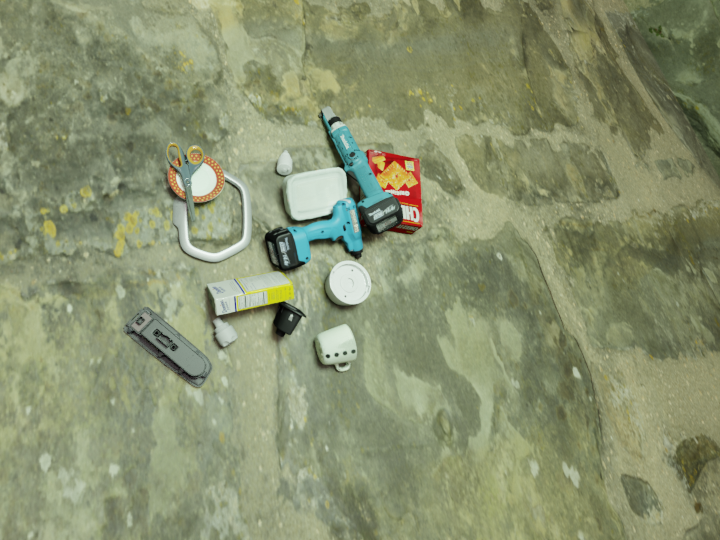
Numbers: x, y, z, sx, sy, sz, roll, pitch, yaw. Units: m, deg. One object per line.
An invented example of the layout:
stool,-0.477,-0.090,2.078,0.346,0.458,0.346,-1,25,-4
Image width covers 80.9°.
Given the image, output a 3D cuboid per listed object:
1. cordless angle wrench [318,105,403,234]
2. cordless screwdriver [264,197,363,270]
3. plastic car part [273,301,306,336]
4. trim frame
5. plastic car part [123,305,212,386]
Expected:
cordless angle wrench,-0.017,-0.292,1.128,0.098,0.071,0.440,-28,63,6
cordless screwdriver,-0.102,-0.067,1.043,0.243,0.078,0.155,-26,112,-24
plastic car part,-0.166,0.112,0.947,0.064,0.119,0.071,28,88,-14
trim frame,-0.353,-0.139,1.015,0.178,0.028,0.253,0,72,-21
plastic car part,-0.388,0.156,0.872,0.201,0.068,0.066,42,55,-5
